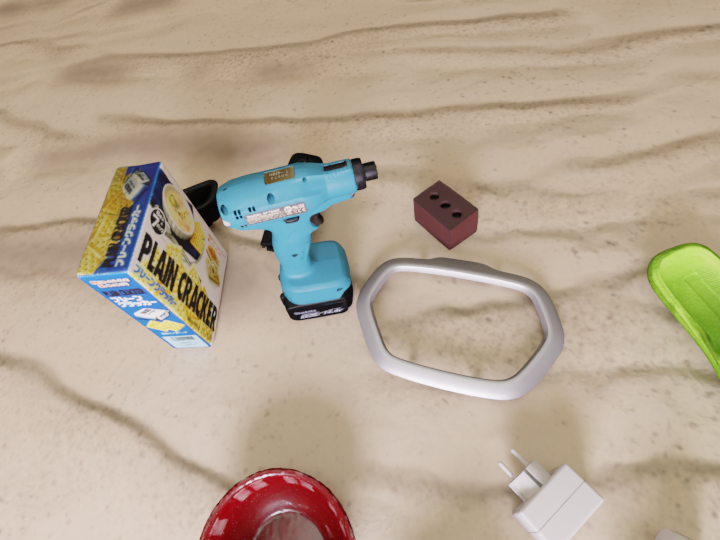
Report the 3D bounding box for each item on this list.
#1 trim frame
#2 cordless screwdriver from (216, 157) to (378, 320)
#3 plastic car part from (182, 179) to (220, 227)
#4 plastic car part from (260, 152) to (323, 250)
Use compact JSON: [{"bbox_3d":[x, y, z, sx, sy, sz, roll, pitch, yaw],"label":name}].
[{"bbox_3d":[0.117,0.059,0.531,0.256,0.026,0.186,7,60,18],"label":"trim frame"},{"bbox_3d":[-0.049,-0.032,0.501,0.160,0.238,0.077,-12,57,3],"label":"cordless screwdriver"},{"bbox_3d":[-0.276,-0.094,0.698,0.116,0.068,0.069,-21,57,-1],"label":"plastic car part"},{"bbox_3d":[-0.096,-0.103,0.663,0.068,0.064,0.207,0,58,11],"label":"plastic car part"}]
